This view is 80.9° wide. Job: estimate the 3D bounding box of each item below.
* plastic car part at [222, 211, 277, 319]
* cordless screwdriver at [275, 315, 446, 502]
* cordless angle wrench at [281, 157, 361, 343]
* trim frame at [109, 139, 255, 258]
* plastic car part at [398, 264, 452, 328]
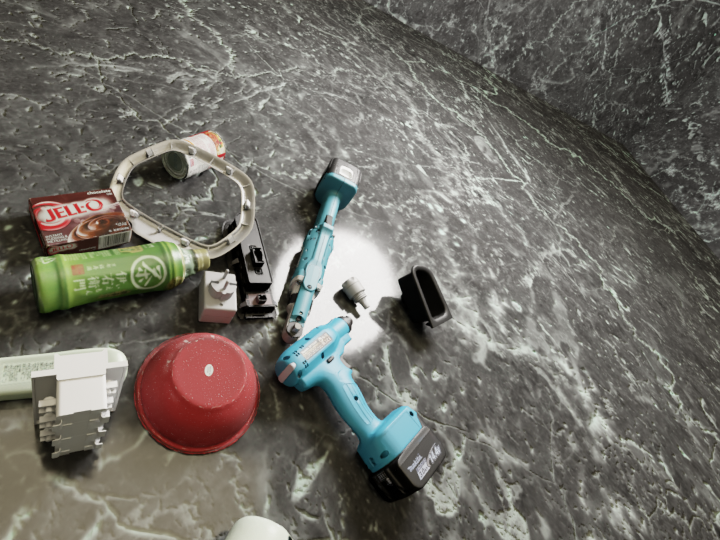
[{"bbox_3d":[-0.184,-0.020,0.696,0.064,0.066,0.212,-3,50,-28],"label":"plastic car part"},{"bbox_3d":[0.008,0.182,0.611,0.255,0.074,0.155,45,41,13],"label":"cordless screwdriver"},{"bbox_3d":[-0.076,-0.050,0.778,0.073,0.098,0.431,25,46,-14],"label":"cordless angle wrench"},{"bbox_3d":[-0.288,-0.121,0.690,0.250,0.027,0.184,29,71,4],"label":"trim frame"},{"bbox_3d":[0.111,0.052,0.804,0.063,0.072,0.118,-14,76,-43],"label":"plastic car part"}]
